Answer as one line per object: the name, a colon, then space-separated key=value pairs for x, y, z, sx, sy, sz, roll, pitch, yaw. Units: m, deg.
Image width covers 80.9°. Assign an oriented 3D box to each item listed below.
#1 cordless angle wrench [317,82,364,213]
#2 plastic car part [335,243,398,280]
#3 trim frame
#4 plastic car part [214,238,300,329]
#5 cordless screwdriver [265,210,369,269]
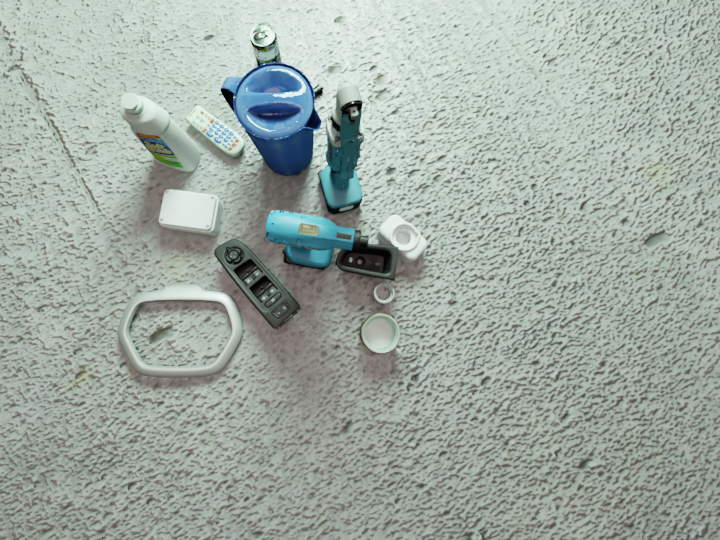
cordless angle wrench: x=-0.029 y=-0.186 z=0.688 sx=0.074 sy=0.421 sz=0.099 roll=-15 pitch=86 yaw=-5
plastic car part: x=0.010 y=-0.019 z=0.837 sx=0.117 sy=0.070 sz=0.066 roll=8 pitch=83 yaw=1
trim frame: x=-0.360 y=0.119 z=0.846 sx=0.249 sy=0.027 sz=0.186 roll=-1 pitch=81 yaw=1
plastic car part: x=-0.206 y=0.021 z=0.838 sx=0.066 sy=0.066 sz=0.206 roll=-42 pitch=83 yaw=-6
cordless screwdriver: x=-0.074 y=-0.048 z=0.755 sx=0.159 sy=0.247 sz=0.075 roll=10 pitch=84 yaw=-2
